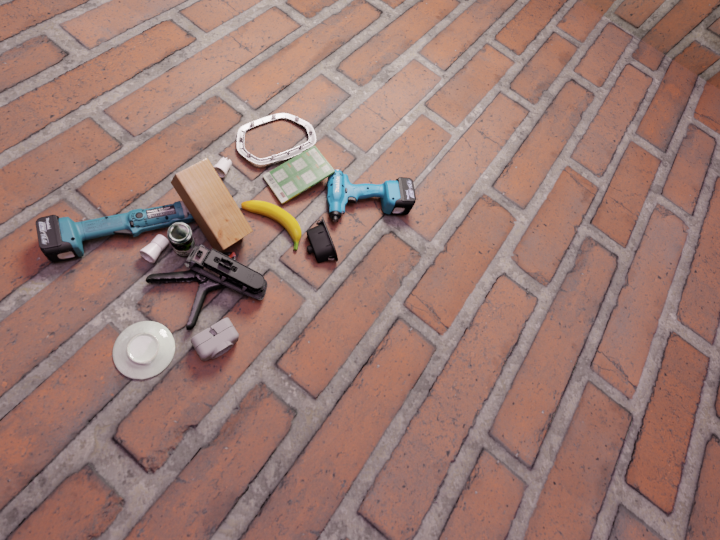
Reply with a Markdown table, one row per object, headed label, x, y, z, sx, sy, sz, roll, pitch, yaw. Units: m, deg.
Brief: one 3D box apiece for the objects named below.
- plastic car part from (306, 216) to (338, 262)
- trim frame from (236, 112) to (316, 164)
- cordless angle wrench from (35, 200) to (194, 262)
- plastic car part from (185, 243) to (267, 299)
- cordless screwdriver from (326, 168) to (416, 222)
| label | x | y | z | sx | sy | sz | roll | pitch | yaw |
| --- | --- | --- | --- | --- | --- | --- | --- | --- | --- |
| plastic car part | -0.109 | -0.072 | 1.119 | 0.070 | 0.065 | 0.120 | -17 | 73 | -5 |
| trim frame | -0.249 | -0.394 | 1.250 | 0.243 | 0.027 | 0.191 | -27 | 68 | -24 |
| cordless angle wrench | -0.542 | -0.120 | 1.039 | 0.412 | 0.074 | 0.101 | -16 | 71 | -22 |
| plastic car part | -0.307 | -0.001 | 1.004 | 0.198 | 0.068 | 0.067 | 30 | 53 | -12 |
| cordless screwdriver | 0.027 | -0.200 | 1.201 | 0.246 | 0.073 | 0.163 | 5 | 64 | -6 |
